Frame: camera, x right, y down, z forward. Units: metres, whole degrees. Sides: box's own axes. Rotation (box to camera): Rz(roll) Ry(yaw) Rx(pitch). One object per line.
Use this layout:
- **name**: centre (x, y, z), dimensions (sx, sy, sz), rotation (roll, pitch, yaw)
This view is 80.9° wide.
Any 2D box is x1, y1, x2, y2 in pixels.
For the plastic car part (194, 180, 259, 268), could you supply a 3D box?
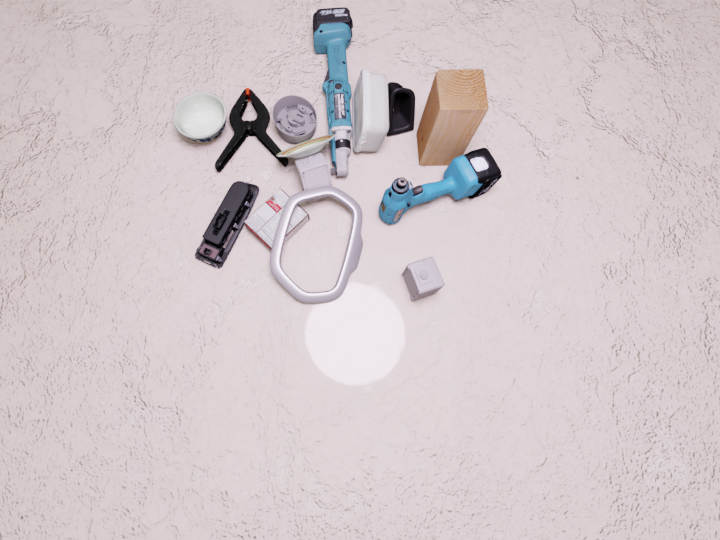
- **plastic car part**: centre (-0.286, -0.112, 0.901), dimensions (0.068, 0.065, 0.204), rotation (20, 71, 12)

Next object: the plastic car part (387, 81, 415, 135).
- **plastic car part**: centre (0.082, -0.374, 0.952), dimensions (0.065, 0.112, 0.074), rotation (-15, 51, -8)

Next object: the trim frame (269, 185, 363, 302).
- **trim frame**: centre (-0.085, -0.056, 0.871), dimensions (0.182, 0.027, 0.250), rotation (14, 79, -6)

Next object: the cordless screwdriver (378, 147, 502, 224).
- **cordless screwdriver**: centre (0.160, -0.177, 0.855), dimensions (0.247, 0.157, 0.076), rotation (-21, 77, -8)

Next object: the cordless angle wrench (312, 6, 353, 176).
- **cordless angle wrench**: centre (-0.054, -0.414, 0.986), dimensions (0.098, 0.073, 0.430), rotation (-4, 74, -1)
